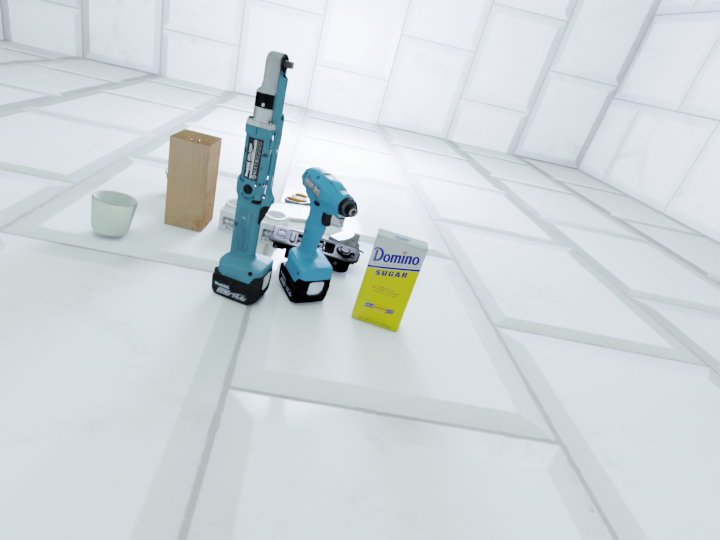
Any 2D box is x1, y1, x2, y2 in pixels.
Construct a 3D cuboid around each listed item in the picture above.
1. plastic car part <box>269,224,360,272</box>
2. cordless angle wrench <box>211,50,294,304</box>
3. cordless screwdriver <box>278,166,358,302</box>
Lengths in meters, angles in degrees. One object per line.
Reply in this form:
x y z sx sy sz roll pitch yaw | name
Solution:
-0.102 -0.039 0.932 0.202 0.066 0.068 12 27 -3 | plastic car part
-0.175 -0.140 0.708 0.100 0.417 0.074 20 26 8 | cordless angle wrench
-0.075 -0.049 0.768 0.071 0.245 0.168 -1 31 -32 | cordless screwdriver
